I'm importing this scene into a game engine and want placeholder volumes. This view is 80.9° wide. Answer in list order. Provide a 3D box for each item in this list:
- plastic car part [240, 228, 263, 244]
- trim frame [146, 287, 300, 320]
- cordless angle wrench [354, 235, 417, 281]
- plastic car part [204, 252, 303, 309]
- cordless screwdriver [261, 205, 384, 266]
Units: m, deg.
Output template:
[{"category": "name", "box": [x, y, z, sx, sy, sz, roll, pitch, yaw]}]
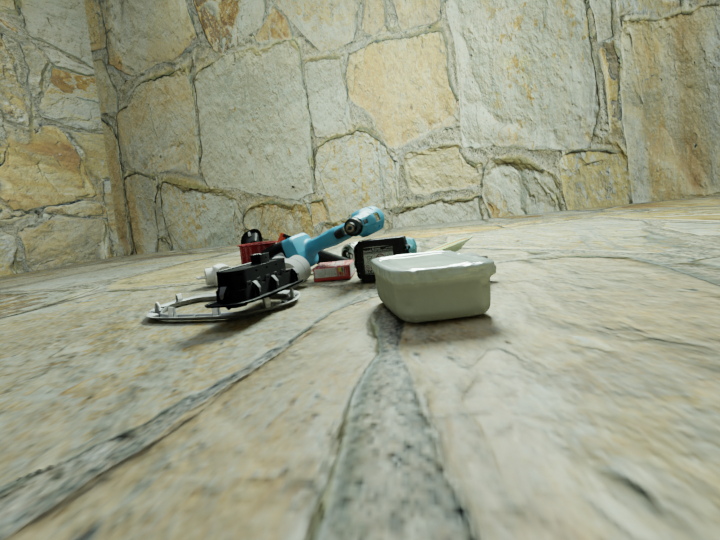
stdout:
[{"category": "plastic car part", "box": [-0.289, -0.045, 1.135, 0.065, 0.113, 0.074, -7, 29, -9]}, {"category": "trim frame", "box": [-0.215, 0.048, 0.665, 0.256, 0.027, 0.180, -5, 7, 19]}, {"category": "cordless angle wrench", "box": [0.084, -0.042, 0.926, 0.100, 0.074, 0.414, -6, 5, 15]}, {"category": "plastic car part", "box": [-0.145, 0.011, 0.597, 0.068, 0.066, 0.200, 2, 12, 13]}, {"category": "cordless screwdriver", "box": [-0.080, -0.052, 0.820, 0.255, 0.074, 0.156, -23, 4, 23]}]
